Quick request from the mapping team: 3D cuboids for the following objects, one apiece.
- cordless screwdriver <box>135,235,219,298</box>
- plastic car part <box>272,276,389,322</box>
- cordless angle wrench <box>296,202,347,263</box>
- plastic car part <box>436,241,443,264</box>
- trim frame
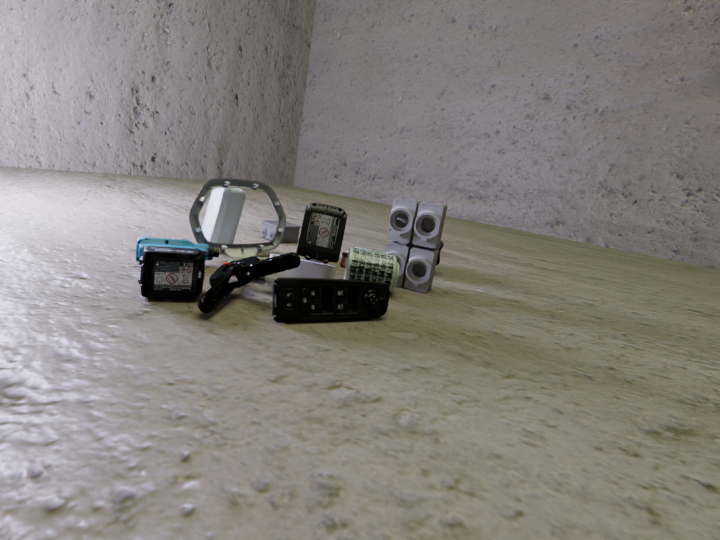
[{"bbox_3d":[-0.317,-0.017,0.756,0.153,0.074,0.260,2,11,-27],"label":"cordless screwdriver"},{"bbox_3d":[-0.047,0.049,0.675,0.196,0.067,0.068,1,-12,-22],"label":"plastic car part"},{"bbox_3d":[-0.088,-0.058,0.903,0.074,0.098,0.424,11,-3,-6],"label":"cordless angle wrench"},{"bbox_3d":[0.165,-0.030,1.082,0.113,0.069,0.069,-17,23,-24],"label":"plastic car part"},{"bbox_3d":[-0.272,-0.119,0.969,0.237,0.184,0.029,-2,1,-43],"label":"trim frame"}]
